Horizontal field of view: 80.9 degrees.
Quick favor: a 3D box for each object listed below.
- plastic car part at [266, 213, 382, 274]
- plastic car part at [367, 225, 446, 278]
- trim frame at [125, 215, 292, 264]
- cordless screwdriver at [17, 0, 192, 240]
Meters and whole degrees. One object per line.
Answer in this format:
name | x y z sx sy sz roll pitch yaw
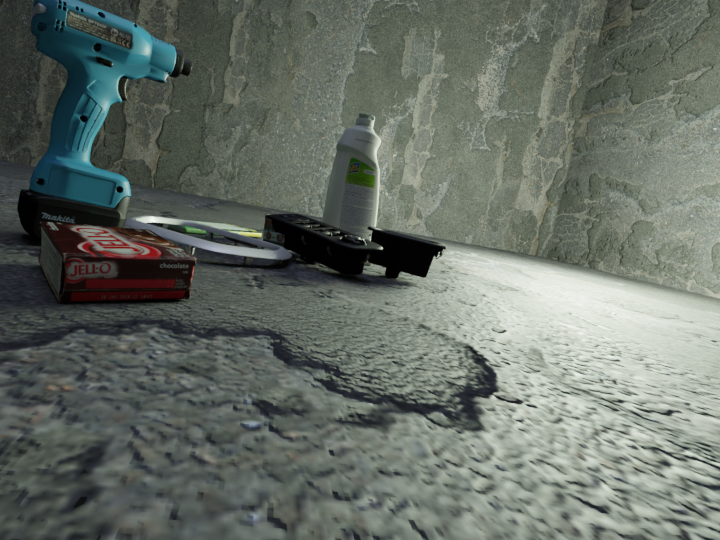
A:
plastic car part | -0.060 -0.040 0.619 0.063 0.067 0.215 4 10 -46
plastic car part | 0.062 -0.022 0.641 0.119 0.070 0.065 12 7 10
trim frame | -0.214 -0.044 0.593 0.258 0.027 0.178 13 9 20
cordless screwdriver | -0.281 -0.151 0.470 0.151 0.247 0.078 5 9 -44
